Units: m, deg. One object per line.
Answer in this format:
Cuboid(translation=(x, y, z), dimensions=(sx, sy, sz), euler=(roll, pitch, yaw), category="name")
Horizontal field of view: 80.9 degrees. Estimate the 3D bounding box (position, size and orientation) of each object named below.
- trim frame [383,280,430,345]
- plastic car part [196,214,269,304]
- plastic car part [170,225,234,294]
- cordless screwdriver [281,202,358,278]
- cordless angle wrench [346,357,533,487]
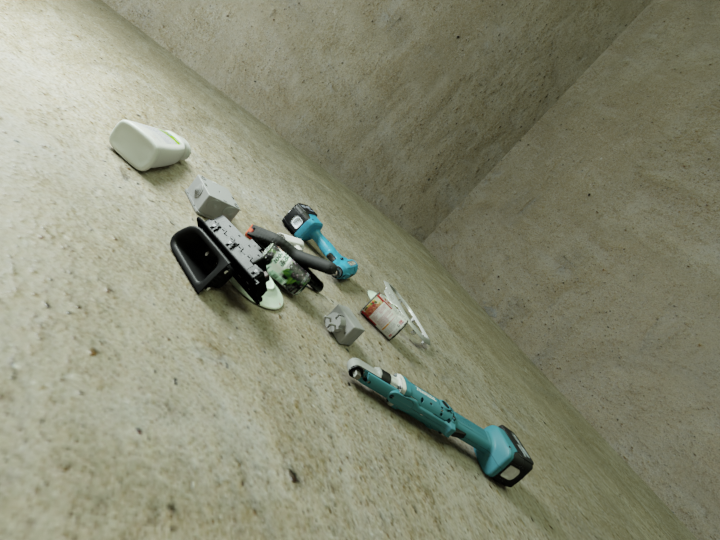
Cuboid(translation=(0.132, 0.123, 1.241), dimensions=(0.175, 0.028, 0.259), euler=(47, 11, -34), category="trim frame")
Cuboid(translation=(-0.211, -0.036, 0.710), dimensions=(0.214, 0.066, 0.064), euler=(37, -26, 30), category="plastic car part")
Cuboid(translation=(-0.241, -0.016, 0.666), dimensions=(0.122, 0.066, 0.067), euler=(46, -1, 30), category="plastic car part")
Cuboid(translation=(-0.114, -0.074, 1.163), dimensions=(0.254, 0.075, 0.155), euler=(47, 14, 10), category="cordless screwdriver")
Cuboid(translation=(0.142, 0.269, 0.784), dimensions=(0.409, 0.074, 0.101), euler=(34, 15, -17), category="cordless angle wrench")
